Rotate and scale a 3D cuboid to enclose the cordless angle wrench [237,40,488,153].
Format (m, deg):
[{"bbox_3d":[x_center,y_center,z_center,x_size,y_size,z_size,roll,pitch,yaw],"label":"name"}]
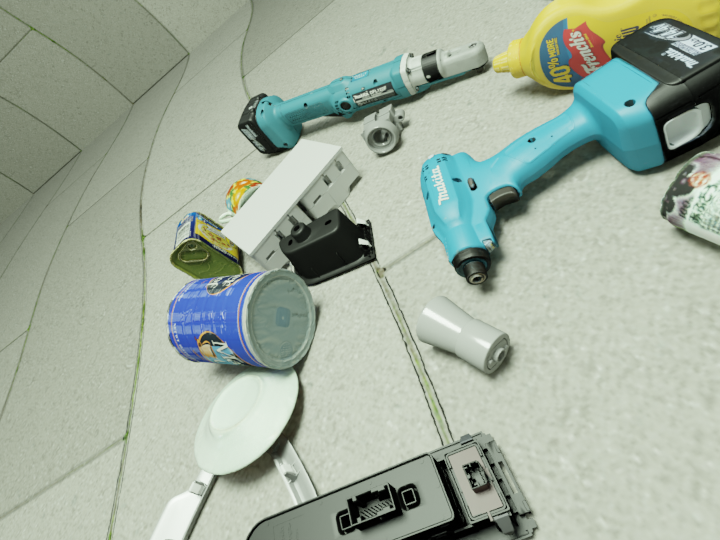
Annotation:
[{"bbox_3d":[-0.018,-0.280,0.678,0.442,0.092,0.075,-3,57,34],"label":"cordless angle wrench"}]

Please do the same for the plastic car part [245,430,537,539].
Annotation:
[{"bbox_3d":[0.003,0.172,0.283,0.205,0.063,0.069,-29,50,11],"label":"plastic car part"}]

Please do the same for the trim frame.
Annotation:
[{"bbox_3d":[-0.125,0.258,0.357,0.193,0.026,0.250,-1,58,40],"label":"trim frame"}]

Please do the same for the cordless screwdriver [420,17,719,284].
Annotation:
[{"bbox_3d":[0.176,-0.093,0.371,0.254,0.070,0.164,-27,43,25],"label":"cordless screwdriver"}]

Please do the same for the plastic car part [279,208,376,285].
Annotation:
[{"bbox_3d":[-0.050,-0.032,0.507,0.119,0.067,0.068,-23,43,20],"label":"plastic car part"}]
